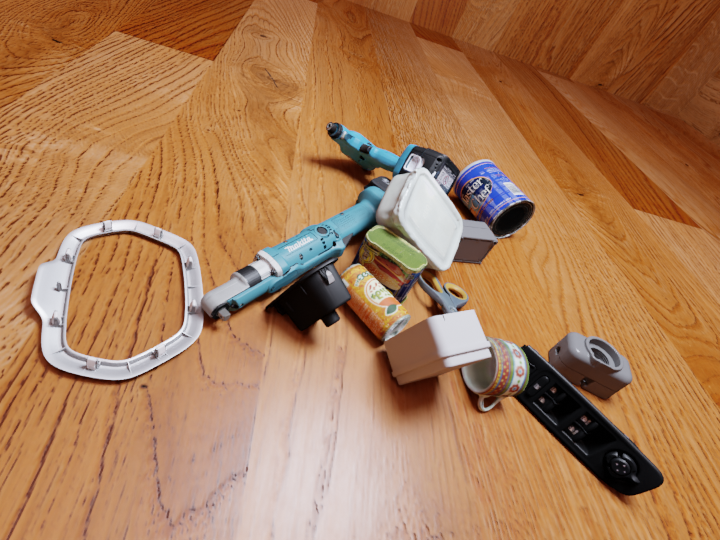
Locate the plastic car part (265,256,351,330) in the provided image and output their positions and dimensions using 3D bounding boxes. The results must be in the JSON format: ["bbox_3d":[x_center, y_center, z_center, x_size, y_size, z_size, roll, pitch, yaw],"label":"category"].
[{"bbox_3d":[-0.057,0.040,0.537,0.064,0.119,0.071,-29,88,-44],"label":"plastic car part"}]

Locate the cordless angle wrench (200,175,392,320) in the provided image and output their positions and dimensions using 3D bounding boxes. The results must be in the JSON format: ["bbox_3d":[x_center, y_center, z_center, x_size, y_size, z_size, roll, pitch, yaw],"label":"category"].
[{"bbox_3d":[-0.063,-0.042,0.649,0.102,0.073,0.413,39,45,18],"label":"cordless angle wrench"}]

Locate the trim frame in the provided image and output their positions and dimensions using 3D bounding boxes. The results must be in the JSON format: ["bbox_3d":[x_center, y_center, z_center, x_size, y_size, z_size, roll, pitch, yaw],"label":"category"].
[{"bbox_3d":[-0.287,0.019,0.514,0.178,0.027,0.260,-1,47,-23],"label":"trim frame"}]

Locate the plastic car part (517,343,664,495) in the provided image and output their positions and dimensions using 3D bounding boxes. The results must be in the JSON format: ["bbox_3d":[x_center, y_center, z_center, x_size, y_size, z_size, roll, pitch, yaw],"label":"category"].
[{"bbox_3d":[0.281,0.192,0.554,0.213,0.066,0.064,48,20,29],"label":"plastic car part"}]

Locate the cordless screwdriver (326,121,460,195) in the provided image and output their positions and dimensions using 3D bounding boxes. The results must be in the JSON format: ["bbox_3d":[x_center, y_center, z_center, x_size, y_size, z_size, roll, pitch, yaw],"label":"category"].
[{"bbox_3d":[0.050,-0.214,0.799,0.263,0.074,0.150,34,6,41],"label":"cordless screwdriver"}]
